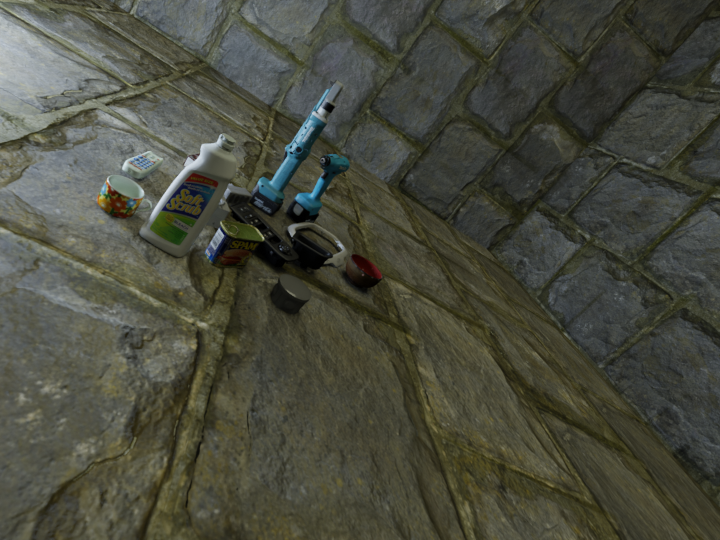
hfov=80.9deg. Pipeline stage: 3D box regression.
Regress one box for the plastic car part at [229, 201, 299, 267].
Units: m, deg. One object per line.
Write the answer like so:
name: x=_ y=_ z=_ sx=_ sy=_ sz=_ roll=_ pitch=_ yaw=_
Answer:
plastic car part: x=-0.240 y=-0.079 z=1.026 sx=0.206 sy=0.067 sz=0.065 roll=39 pitch=20 yaw=8

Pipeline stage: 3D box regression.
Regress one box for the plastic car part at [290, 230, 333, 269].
plastic car part: x=-0.139 y=-0.041 z=1.102 sx=0.116 sy=0.071 sz=0.066 roll=36 pitch=20 yaw=-3

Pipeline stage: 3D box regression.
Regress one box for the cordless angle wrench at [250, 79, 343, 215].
cordless angle wrench: x=-0.176 y=-0.350 z=1.214 sx=0.096 sy=0.424 sz=0.076 roll=34 pitch=21 yaw=-11

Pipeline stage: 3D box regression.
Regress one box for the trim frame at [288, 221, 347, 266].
trim frame: x=-0.125 y=-0.082 z=1.279 sx=0.189 sy=0.027 sz=0.242 roll=40 pitch=20 yaw=11

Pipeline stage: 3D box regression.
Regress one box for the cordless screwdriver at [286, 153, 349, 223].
cordless screwdriver: x=-0.139 y=-0.255 z=1.316 sx=0.076 sy=0.249 sz=0.155 roll=42 pitch=21 yaw=11
